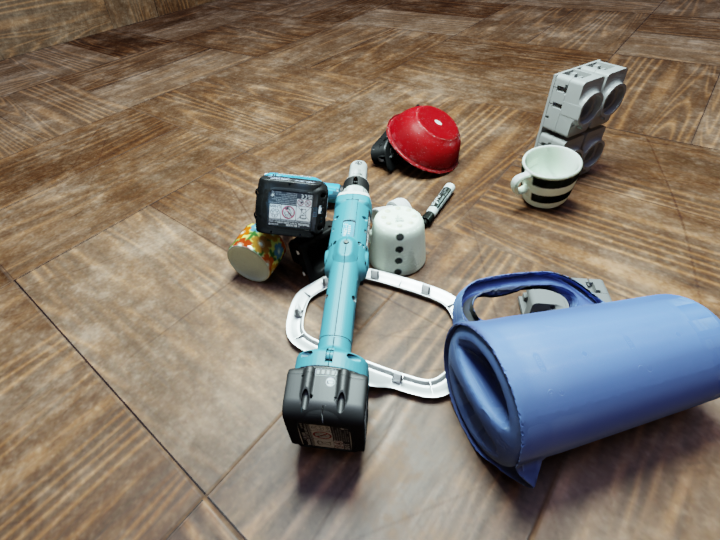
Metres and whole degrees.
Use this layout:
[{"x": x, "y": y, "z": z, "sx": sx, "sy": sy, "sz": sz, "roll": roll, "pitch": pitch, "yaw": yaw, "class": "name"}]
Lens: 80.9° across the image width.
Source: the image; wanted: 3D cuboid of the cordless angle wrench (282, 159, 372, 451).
[{"x": -0.017, "y": -0.009, "z": 0.529, "sx": 0.075, "sy": 0.094, "sz": 0.433, "roll": 1, "pitch": 48, "yaw": 5, "class": "cordless angle wrench"}]

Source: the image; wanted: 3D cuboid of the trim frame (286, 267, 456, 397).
[{"x": 0.024, "y": 0.066, "z": 0.538, "sx": 0.258, "sy": 0.026, "sz": 0.183, "roll": 17, "pitch": 48, "yaw": 21, "class": "trim frame"}]

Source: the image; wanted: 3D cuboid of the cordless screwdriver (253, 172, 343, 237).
[{"x": -0.082, "y": -0.113, "z": 0.660, "sx": 0.158, "sy": 0.073, "sz": 0.255, "roll": 4, "pitch": 16, "yaw": -7, "class": "cordless screwdriver"}]

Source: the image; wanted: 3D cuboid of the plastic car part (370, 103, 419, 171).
[{"x": 0.075, "y": -0.276, "z": 0.879, "sx": 0.070, "sy": 0.063, "sz": 0.203, "roll": 6, "pitch": 43, "yaw": 25, "class": "plastic car part"}]

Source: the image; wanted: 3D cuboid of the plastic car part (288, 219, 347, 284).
[{"x": -0.063, "y": -0.041, "z": 0.648, "sx": 0.075, "sy": 0.064, "sz": 0.114, "roll": 15, "pitch": 40, "yaw": 40, "class": "plastic car part"}]
